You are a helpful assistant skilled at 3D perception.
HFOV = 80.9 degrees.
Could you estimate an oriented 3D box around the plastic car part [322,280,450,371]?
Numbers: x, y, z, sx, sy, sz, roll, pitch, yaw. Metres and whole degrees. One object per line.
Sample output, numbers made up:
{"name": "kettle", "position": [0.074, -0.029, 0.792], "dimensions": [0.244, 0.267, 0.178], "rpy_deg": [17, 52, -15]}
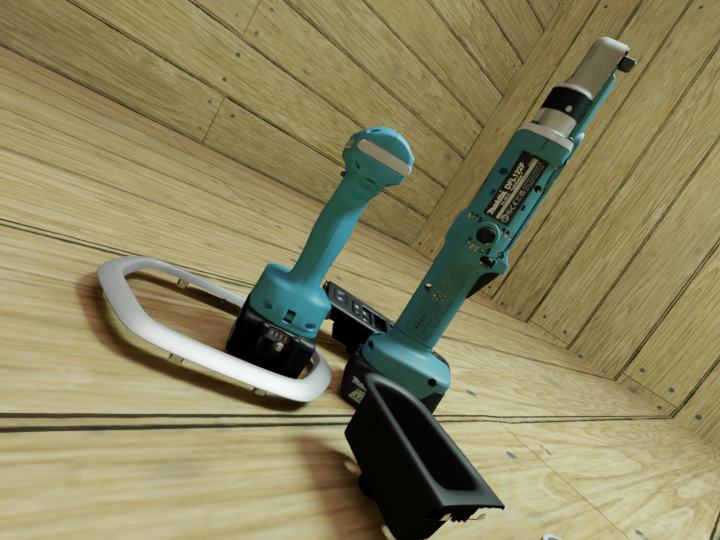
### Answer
{"name": "plastic car part", "position": [0.027, 0.095, 0.551], "dimensions": [0.201, 0.067, 0.067], "rpy_deg": [29, 9, -5]}

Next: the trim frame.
{"name": "trim frame", "position": [-0.133, 0.053, 0.413], "dimensions": [0.239, 0.027, 0.191], "rpy_deg": [26, 10, -21]}

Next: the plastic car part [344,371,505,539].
{"name": "plastic car part", "position": [0.028, 0.140, 0.307], "dimensions": [0.062, 0.071, 0.123], "rpy_deg": [24, 11, -36]}

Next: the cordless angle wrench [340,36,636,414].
{"name": "cordless angle wrench", "position": [0.123, -0.033, 0.423], "dimensions": [0.100, 0.422, 0.073], "rpy_deg": [33, 9, 9]}

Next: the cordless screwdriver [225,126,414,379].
{"name": "cordless screwdriver", "position": [-0.042, -0.027, 0.429], "dimensions": [0.073, 0.248, 0.163], "rpy_deg": [29, 9, -14]}
